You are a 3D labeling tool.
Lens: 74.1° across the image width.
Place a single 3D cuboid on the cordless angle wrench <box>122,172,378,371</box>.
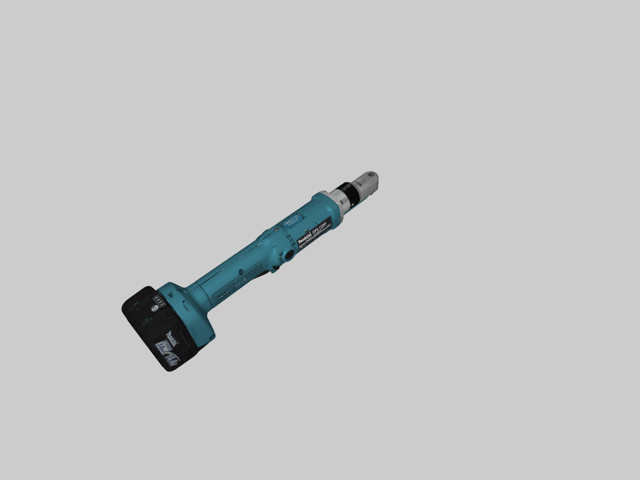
[{"bbox_3d":[-0.062,0.010,0.605,0.422,0.098,0.074,-37,55,-25],"label":"cordless angle wrench"}]
